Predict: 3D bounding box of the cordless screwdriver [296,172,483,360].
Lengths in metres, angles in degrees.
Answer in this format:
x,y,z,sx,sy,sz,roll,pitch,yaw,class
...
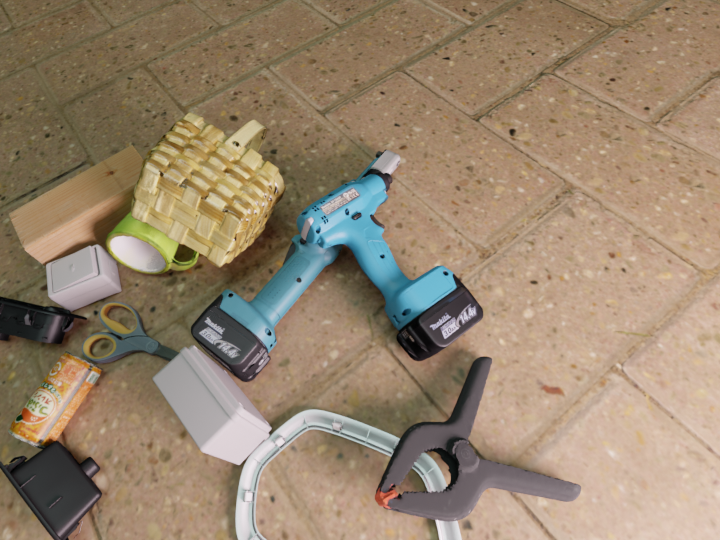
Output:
x,y,z,sx,sy,sz,roll,pitch,yaw,class
0.050,-0.019,0.555,0.156,0.074,0.256,-35,74,-26,cordless screwdriver

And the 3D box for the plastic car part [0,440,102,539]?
x,y,z,sx,sy,sz,roll,pitch,yaw,class
-0.341,0.245,0.485,0.121,0.064,0.070,31,52,17,plastic car part

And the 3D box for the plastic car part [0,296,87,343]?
x,y,z,sx,sy,sz,roll,pitch,yaw,class
-0.496,0.067,0.602,0.206,0.064,0.068,6,70,9,plastic car part

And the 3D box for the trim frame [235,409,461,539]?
x,y,z,sx,sy,sz,roll,pitch,yaw,class
-0.017,0.260,0.455,0.255,0.026,0.185,17,64,13,trim frame

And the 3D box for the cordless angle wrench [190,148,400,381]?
x,y,z,sx,sy,sz,roll,pitch,yaw,class
-0.060,-0.039,0.614,0.102,0.072,0.421,29,64,19,cordless angle wrench
